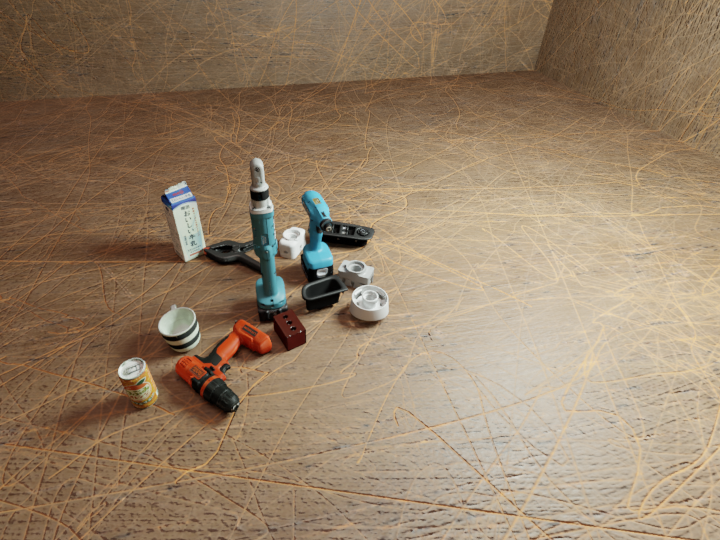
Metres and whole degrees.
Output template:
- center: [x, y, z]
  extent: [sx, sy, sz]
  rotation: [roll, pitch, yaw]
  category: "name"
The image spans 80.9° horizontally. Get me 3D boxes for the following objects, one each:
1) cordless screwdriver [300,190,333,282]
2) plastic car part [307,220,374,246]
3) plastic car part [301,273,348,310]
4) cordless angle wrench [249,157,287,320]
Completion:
- center: [-0.109, -0.072, 1.120]
  extent: [0.073, 0.241, 0.167]
  rotation: [-12, 41, -18]
  category: "cordless screwdriver"
- center: [-0.060, -0.110, 1.304]
  extent: [0.205, 0.065, 0.067]
  rotation: [5, 39, 7]
  category: "plastic car part"
- center: [-0.099, 0.067, 1.086]
  extent: [0.114, 0.069, 0.070]
  rotation: [-19, 43, -22]
  category: "plastic car part"
- center: [-0.219, -0.058, 0.972]
  extent: [0.073, 0.410, 0.102]
  rotation: [-6, 39, -12]
  category: "cordless angle wrench"
